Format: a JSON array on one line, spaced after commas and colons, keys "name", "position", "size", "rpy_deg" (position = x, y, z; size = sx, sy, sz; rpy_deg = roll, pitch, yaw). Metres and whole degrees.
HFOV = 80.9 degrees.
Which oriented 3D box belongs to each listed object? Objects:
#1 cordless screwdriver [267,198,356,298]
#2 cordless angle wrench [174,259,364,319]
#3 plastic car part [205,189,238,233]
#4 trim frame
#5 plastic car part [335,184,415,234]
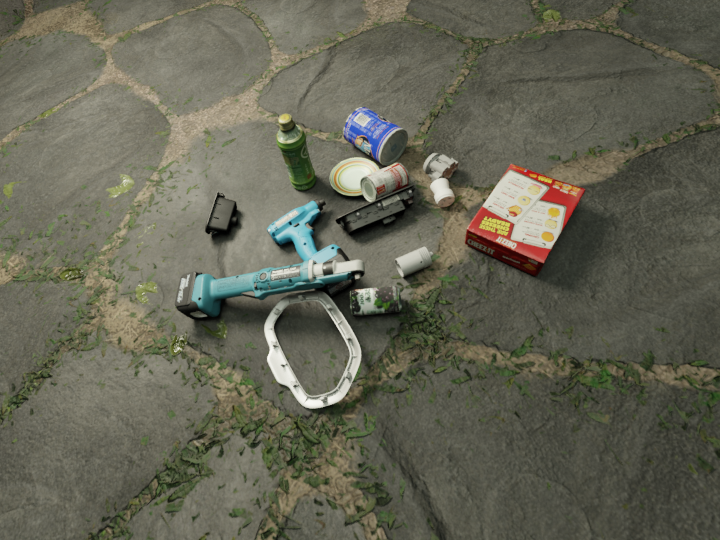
[{"name": "cordless screwdriver", "position": [-0.096, -0.063, 0.981], "size": [0.158, 0.071, 0.262], "rpy_deg": [-35, 56, -9]}, {"name": "cordless angle wrench", "position": [-0.194, 0.026, 0.892], "size": [0.434, 0.070, 0.100], "rpy_deg": [-10, 59, 19]}, {"name": "plastic car part", "position": [-0.351, -0.140, 1.091], "size": [0.071, 0.065, 0.119], "rpy_deg": [7, 63, -3]}, {"name": "trim frame", "position": [-0.105, 0.151, 0.856], "size": [0.185, 0.026, 0.260], "rpy_deg": [-39, 61, 8]}, {"name": "plastic car part", "position": [0.040, -0.136, 1.010], "size": [0.202, 0.066, 0.068], "rpy_deg": [-19, 84, -2]}]
